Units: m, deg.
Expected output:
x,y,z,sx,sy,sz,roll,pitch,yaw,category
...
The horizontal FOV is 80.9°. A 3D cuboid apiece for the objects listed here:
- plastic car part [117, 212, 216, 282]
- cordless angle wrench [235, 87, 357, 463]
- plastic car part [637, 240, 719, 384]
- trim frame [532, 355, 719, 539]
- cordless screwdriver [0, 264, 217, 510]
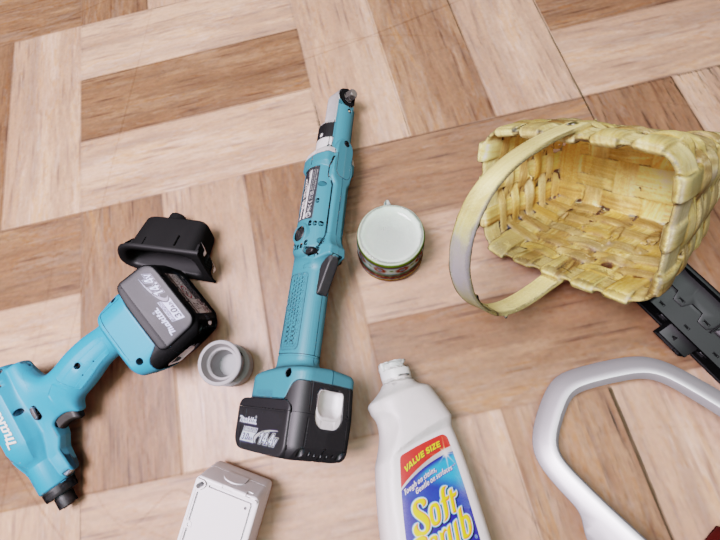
x,y,z,sx,sy,sz,roll,pitch,yaw,category
-0.224,-0.036,0.504,0.119,0.064,0.072,11,58,12,plastic car part
-0.045,-0.030,0.465,0.101,0.070,0.431,-18,58,44,cordless angle wrench
0.338,0.065,0.402,0.067,0.064,0.210,-42,72,1,plastic car part
0.275,0.183,0.353,0.183,0.026,0.262,-41,56,-12,trim frame
-0.264,0.116,0.442,0.249,0.073,0.162,-36,82,0,cordless screwdriver
